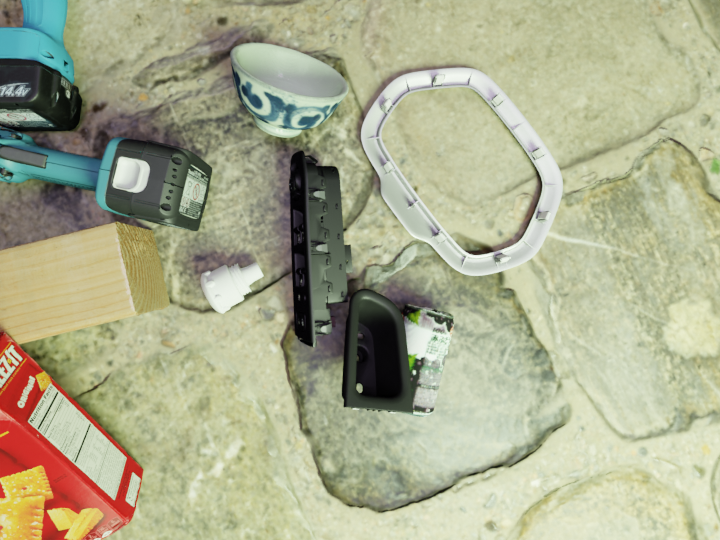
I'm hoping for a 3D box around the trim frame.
[{"bbox_3d":[0.112,-0.113,0.466,0.184,0.027,0.249,-35,89,-1],"label":"trim frame"}]

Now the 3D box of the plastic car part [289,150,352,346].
[{"bbox_3d":[-0.043,-0.028,0.444,0.066,0.067,0.204,-6,87,-13],"label":"plastic car part"}]

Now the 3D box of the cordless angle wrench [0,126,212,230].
[{"bbox_3d":[-0.373,-0.121,0.442,0.427,0.097,0.074,12,88,5],"label":"cordless angle wrench"}]

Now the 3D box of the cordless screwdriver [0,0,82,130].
[{"bbox_3d":[-0.371,-0.281,0.454,0.159,0.074,0.250,5,83,0],"label":"cordless screwdriver"}]

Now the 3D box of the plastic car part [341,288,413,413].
[{"bbox_3d":[0.006,0.086,0.428,0.064,0.071,0.120,10,56,-16],"label":"plastic car part"}]
